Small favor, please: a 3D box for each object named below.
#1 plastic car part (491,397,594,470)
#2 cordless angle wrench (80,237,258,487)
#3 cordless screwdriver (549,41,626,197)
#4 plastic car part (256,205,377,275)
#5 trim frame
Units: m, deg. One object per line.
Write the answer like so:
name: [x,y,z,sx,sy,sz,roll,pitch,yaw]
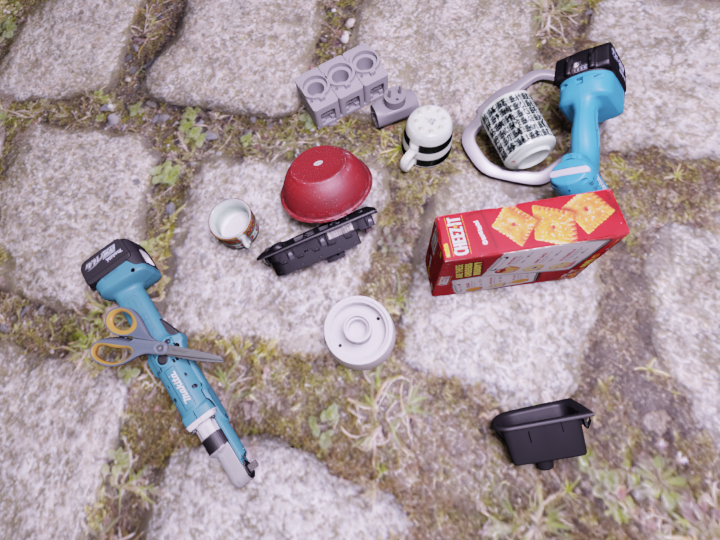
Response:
plastic car part: [0.236,0.216,0.545,0.117,0.065,0.072,-17,84,5]
cordless angle wrench: [-0.291,0.135,0.650,0.097,0.072,0.437,-38,72,-6]
cordless screwdriver: [0.346,-0.195,0.631,0.078,0.150,0.251,-5,65,47]
plastic car part: [-0.067,-0.044,0.683,0.203,0.068,0.065,-19,111,-1]
trim frame: [0.291,-0.246,0.717,0.248,0.027,0.191,-43,71,-6]
